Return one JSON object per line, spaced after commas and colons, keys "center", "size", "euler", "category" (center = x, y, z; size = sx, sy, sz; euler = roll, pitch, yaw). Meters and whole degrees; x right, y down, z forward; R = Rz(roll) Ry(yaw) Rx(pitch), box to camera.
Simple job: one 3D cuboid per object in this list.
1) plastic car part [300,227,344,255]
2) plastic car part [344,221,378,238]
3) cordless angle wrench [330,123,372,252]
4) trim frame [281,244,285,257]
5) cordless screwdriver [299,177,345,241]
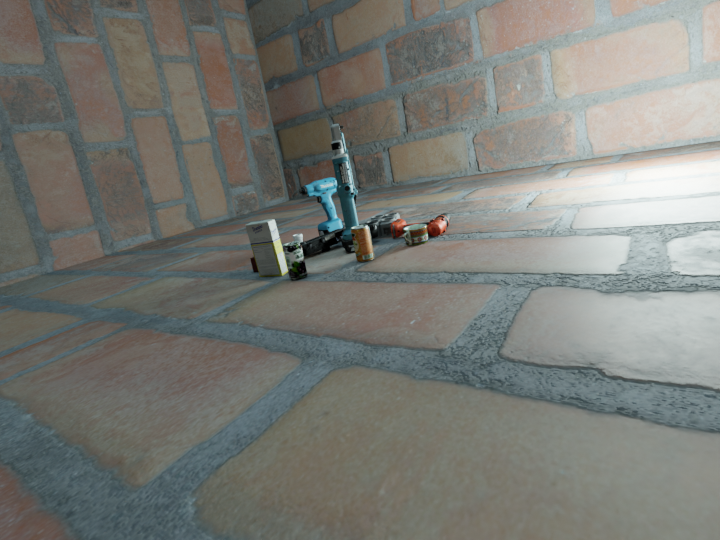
{"center": [-0.148, -0.097, 1.516], "size": [0.197, 0.066, 0.069], "euler": [-20, 16, -27], "category": "plastic car part"}
{"center": [0.012, -0.133, 1.518], "size": [0.121, 0.070, 0.064], "euler": [-3, 15, 30], "category": "plastic car part"}
{"center": [-0.047, -0.272, 1.407], "size": [0.097, 0.416, 0.076], "euler": [-12, 11, -7], "category": "cordless angle wrench"}
{"center": [-0.292, -0.075, 1.620], "size": [0.255, 0.027, 0.183], "euler": [-7, 16, 17], "category": "trim frame"}
{"center": [-0.144, -0.224, 1.628], "size": [0.154, 0.245, 0.078], "euler": [-18, 13, -28], "category": "cordless screwdriver"}
